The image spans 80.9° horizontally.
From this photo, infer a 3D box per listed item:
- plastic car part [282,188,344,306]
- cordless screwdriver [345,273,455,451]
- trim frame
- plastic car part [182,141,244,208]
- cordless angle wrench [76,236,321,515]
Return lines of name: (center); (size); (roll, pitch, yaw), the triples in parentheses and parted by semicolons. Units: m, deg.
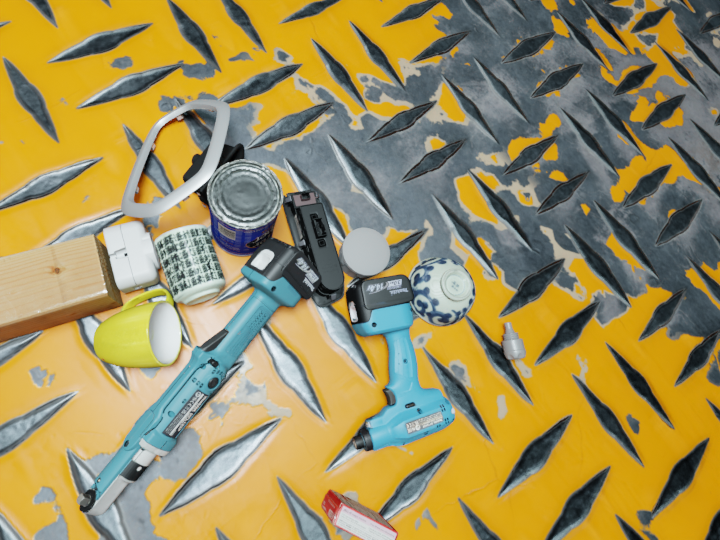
plastic car part: (-0.068, -0.044, 0.692); (0.064, 0.068, 0.206); (-10, 78, -29)
cordless screwdriver: (0.035, 0.138, 0.650); (0.156, 0.075, 0.252); (-14, 81, -17)
trim frame: (-0.283, -0.179, 0.646); (0.188, 0.026, 0.256); (-12, 56, 16)
plastic car part: (-0.247, -0.165, 0.693); (0.072, 0.064, 0.117); (21, 66, 7)
cordless angle wrench: (-0.217, 0.141, 0.587); (0.079, 0.093, 0.422); (23, 69, 40)
